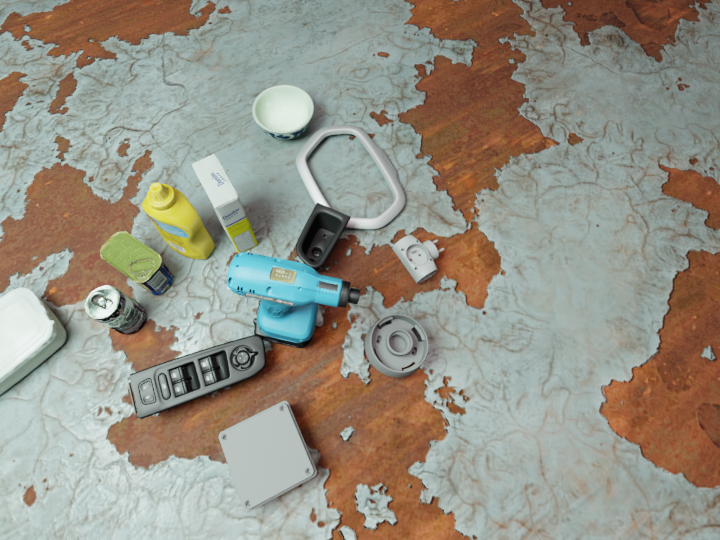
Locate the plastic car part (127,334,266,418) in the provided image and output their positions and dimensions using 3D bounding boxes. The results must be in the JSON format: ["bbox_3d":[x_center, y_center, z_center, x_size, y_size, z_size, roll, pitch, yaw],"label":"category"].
[{"bbox_3d":[-0.240,0.160,0.650,0.201,0.066,0.068,-19,70,-9],"label":"plastic car part"}]

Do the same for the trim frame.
[{"bbox_3d":[-0.019,-0.186,0.826,0.182,0.027,0.257,-25,69,-11],"label":"trim frame"}]

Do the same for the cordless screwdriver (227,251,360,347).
[{"bbox_3d":[-0.089,0.052,0.602,0.160,0.244,0.075,12,68,1],"label":"cordless screwdriver"}]

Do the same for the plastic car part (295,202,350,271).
[{"bbox_3d":[-0.072,-0.047,0.741,0.067,0.069,0.117,23,68,6],"label":"plastic car part"}]
